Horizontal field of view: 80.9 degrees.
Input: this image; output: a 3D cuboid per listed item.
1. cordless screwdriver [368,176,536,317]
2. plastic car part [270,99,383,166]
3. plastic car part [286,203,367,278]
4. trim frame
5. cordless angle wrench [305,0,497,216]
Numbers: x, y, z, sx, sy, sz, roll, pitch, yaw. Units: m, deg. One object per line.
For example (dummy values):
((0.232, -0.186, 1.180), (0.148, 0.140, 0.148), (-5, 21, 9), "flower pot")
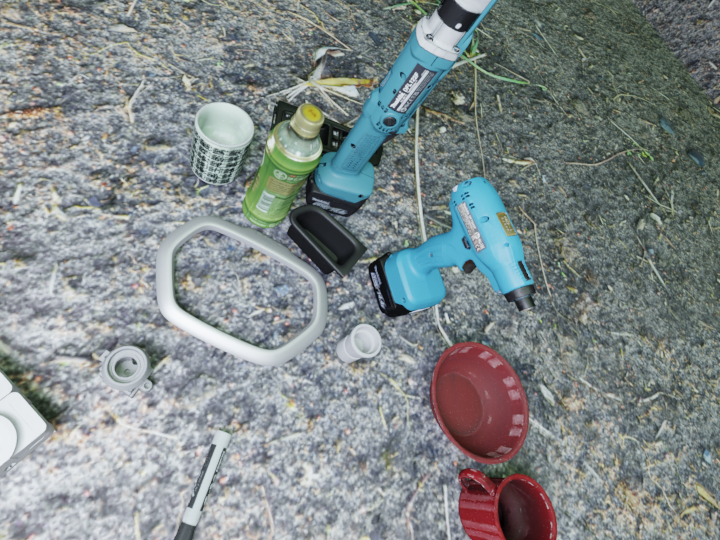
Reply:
((0.112, 0.007, 0.565), (0.072, 0.251, 0.163), (-8, 71, -30), "cordless screwdriver")
((-0.058, -0.214, 0.718), (0.197, 0.067, 0.068), (12, 62, -18), "plastic car part")
((-0.061, -0.040, 0.623), (0.117, 0.071, 0.065), (43, 56, 0), "plastic car part")
((-0.156, 0.022, 0.576), (0.244, 0.028, 0.186), (26, 57, -9), "trim frame")
((0.039, -0.207, 0.539), (0.095, 0.427, 0.076), (17, 61, -20), "cordless angle wrench")
